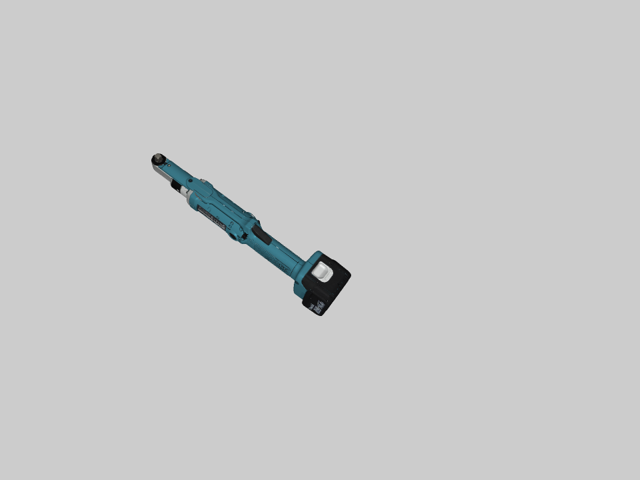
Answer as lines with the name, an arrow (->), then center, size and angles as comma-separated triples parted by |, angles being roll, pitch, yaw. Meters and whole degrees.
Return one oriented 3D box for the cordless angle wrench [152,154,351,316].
cordless angle wrench -> -0.141, -0.025, 0.769 | 0.423, 0.074, 0.098 | 36, -27, 6
